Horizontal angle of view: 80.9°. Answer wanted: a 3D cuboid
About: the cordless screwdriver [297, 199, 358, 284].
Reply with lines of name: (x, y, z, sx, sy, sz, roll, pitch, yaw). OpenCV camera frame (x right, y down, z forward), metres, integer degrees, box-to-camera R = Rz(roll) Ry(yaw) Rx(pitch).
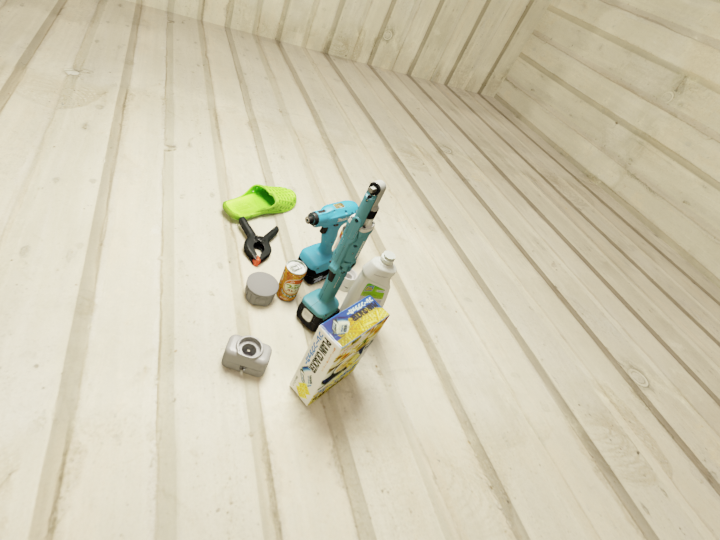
cordless screwdriver: (-0.107, -0.070, 1.099, 0.153, 0.247, 0.078, -20, 58, -43)

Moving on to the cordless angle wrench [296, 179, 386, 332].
cordless angle wrench: (-0.038, -0.026, 0.943, 0.077, 0.420, 0.095, 42, 40, 17)
